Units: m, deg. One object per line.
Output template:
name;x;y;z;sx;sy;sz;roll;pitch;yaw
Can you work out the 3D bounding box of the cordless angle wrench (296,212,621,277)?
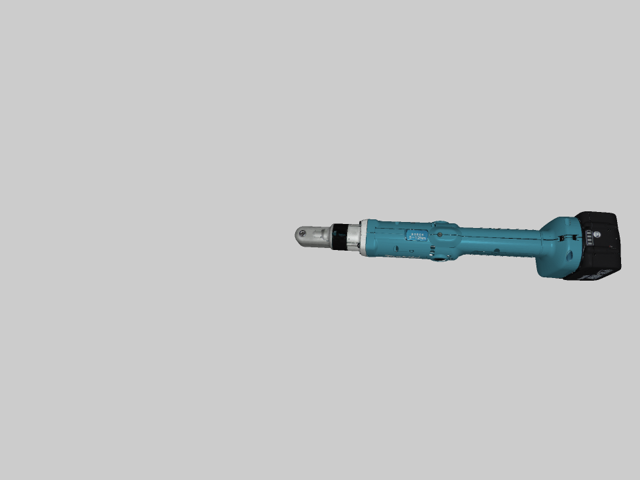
cordless angle wrench;0.170;0.003;0.598;0.423;0.074;0.098;3;-16;11
